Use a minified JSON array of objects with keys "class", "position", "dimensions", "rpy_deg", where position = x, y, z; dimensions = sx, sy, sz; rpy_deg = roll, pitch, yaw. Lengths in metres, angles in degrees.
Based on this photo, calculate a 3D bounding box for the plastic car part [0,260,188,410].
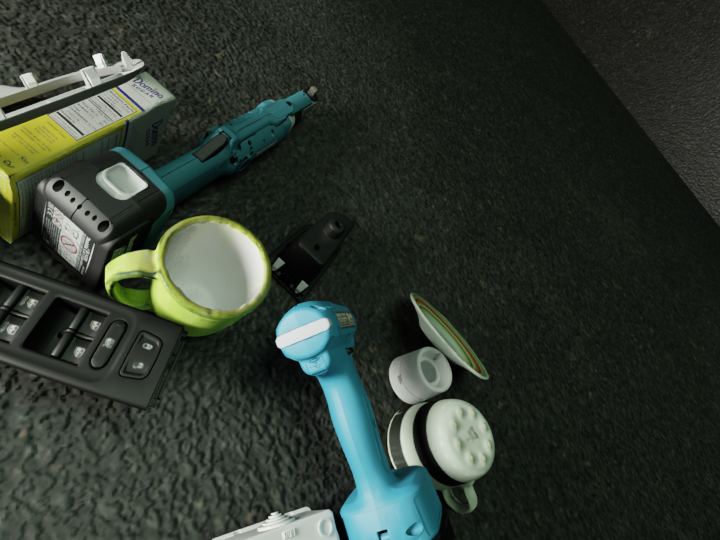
[{"class":"plastic car part","position":[-0.236,0.041,0.308],"dimensions":[0.198,0.068,0.067],"rpy_deg":[25,57,-13]}]

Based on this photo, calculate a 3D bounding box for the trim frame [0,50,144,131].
[{"class":"trim frame","position":[-0.294,-0.142,0.351],"dimensions":[0.246,0.194,0.026],"rpy_deg":[-50,138,-36]}]

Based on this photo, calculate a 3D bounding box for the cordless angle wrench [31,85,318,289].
[{"class":"cordless angle wrench","position":[-0.154,-0.140,0.486],"dimensions":[0.074,0.099,0.421],"rpy_deg":[42,41,-8]}]

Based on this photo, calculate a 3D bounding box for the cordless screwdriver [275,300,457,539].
[{"class":"cordless screwdriver","position":[0.007,0.146,0.384],"dimensions":[0.254,0.075,0.154],"rpy_deg":[67,9,12]}]

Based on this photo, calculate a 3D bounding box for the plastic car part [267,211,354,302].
[{"class":"plastic car part","position":[-0.048,-0.031,0.488],"dimensions":[0.065,0.072,0.116],"rpy_deg":[44,49,-6]}]
